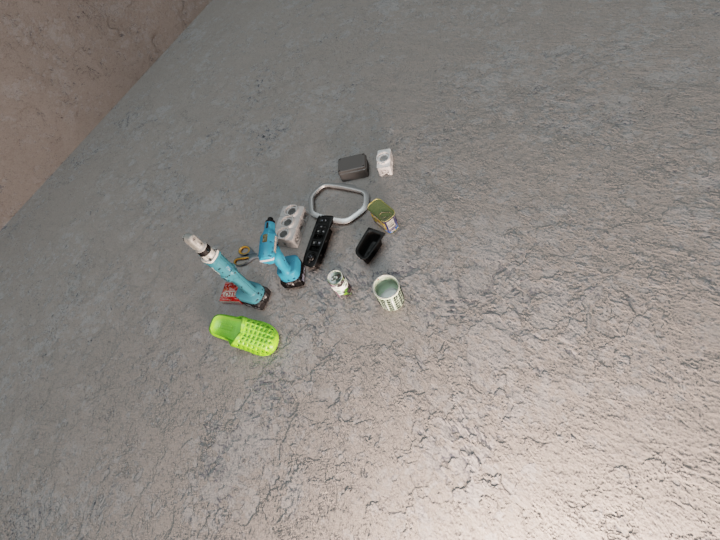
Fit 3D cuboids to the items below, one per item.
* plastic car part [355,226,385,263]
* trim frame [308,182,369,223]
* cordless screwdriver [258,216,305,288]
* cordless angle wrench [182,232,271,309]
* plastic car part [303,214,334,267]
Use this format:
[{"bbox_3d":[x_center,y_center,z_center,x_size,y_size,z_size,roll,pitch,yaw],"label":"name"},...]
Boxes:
[{"bbox_3d":[0.032,-0.072,1.391,0.069,0.067,0.116,22,70,30],"label":"plastic car part"},{"bbox_3d":[-0.085,-0.257,1.575,0.260,0.026,0.185,14,67,28],"label":"trim frame"},{"bbox_3d":[-0.259,-0.053,1.393,0.076,0.236,0.164,-10,58,13],"label":"cordless screwdriver"},{"bbox_3d":[-0.414,0.004,1.320,0.102,0.402,0.075,11,65,24],"label":"cordless angle wrench"},{"bbox_3d":[-0.145,-0.095,1.479,0.069,0.064,0.205,8,64,25],"label":"plastic car part"}]
